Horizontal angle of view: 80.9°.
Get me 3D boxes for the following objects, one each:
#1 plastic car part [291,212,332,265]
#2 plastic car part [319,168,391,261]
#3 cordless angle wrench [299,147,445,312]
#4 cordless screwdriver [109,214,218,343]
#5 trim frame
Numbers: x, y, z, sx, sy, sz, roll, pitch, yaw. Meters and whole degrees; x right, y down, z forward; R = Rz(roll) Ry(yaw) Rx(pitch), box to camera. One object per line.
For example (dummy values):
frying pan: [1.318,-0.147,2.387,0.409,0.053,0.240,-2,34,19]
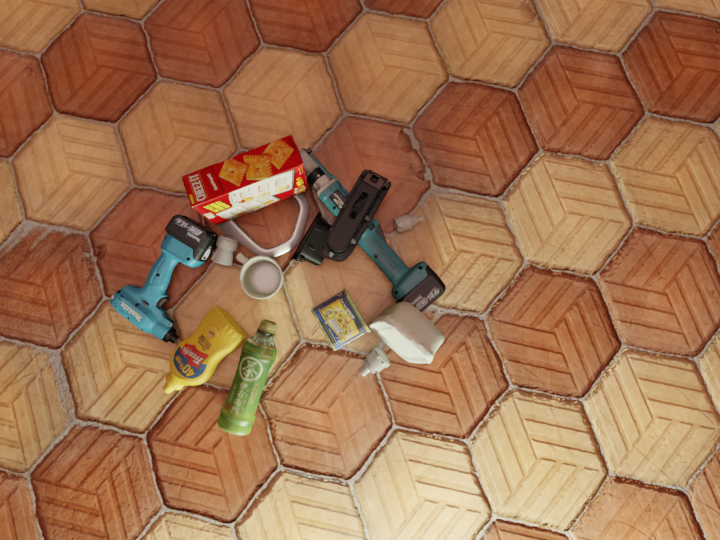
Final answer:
plastic car part: [-0.087,-0.057,0.890,0.069,0.067,0.116,34,81,-13]
plastic car part: [-0.010,-0.108,0.831,0.066,0.067,0.203,30,86,-1]
cordless angle wrench: [0.000,-0.094,0.885,0.098,0.073,0.430,-40,82,-4]
cordless screwdriver: [-0.386,0.017,0.878,0.161,0.074,0.248,35,89,4]
trim frame: [-0.226,-0.141,0.917,0.184,0.027,0.250,-45,86,-5]
